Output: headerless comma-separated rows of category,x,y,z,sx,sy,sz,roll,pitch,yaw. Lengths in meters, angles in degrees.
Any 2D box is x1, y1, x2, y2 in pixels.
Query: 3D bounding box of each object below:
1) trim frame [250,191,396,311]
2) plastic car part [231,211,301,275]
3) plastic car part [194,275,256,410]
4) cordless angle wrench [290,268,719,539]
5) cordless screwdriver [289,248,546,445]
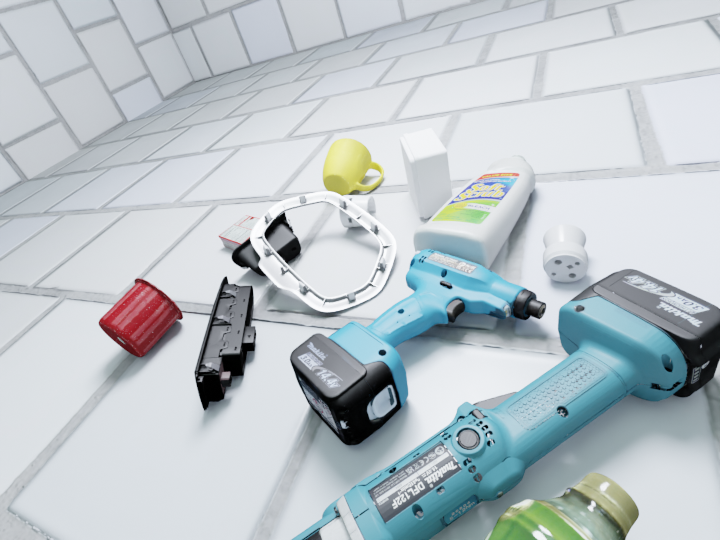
trim frame,-0.062,-0.041,0.633,0.182,0.026,0.262,-37,56,-15
plastic car part,-0.144,-0.030,0.695,0.075,0.063,0.115,33,63,33
plastic car part,-0.172,0.077,0.561,0.067,0.064,0.211,-11,35,-4
cordless angle wrench,0.089,0.144,0.333,0.420,0.071,0.103,-31,36,-9
cordless screwdriver,0.061,0.071,0.441,0.244,0.071,0.168,-37,38,-27
